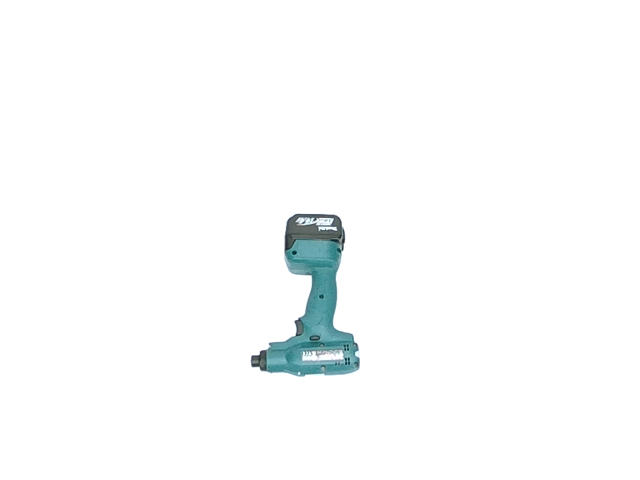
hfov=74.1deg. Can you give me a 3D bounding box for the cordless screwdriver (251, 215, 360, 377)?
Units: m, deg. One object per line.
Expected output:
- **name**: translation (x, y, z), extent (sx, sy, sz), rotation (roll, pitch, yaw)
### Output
- **cordless screwdriver**: translation (-0.028, 0.086, 0.666), extent (0.159, 0.248, 0.074), rotation (-3, -23, -2)
